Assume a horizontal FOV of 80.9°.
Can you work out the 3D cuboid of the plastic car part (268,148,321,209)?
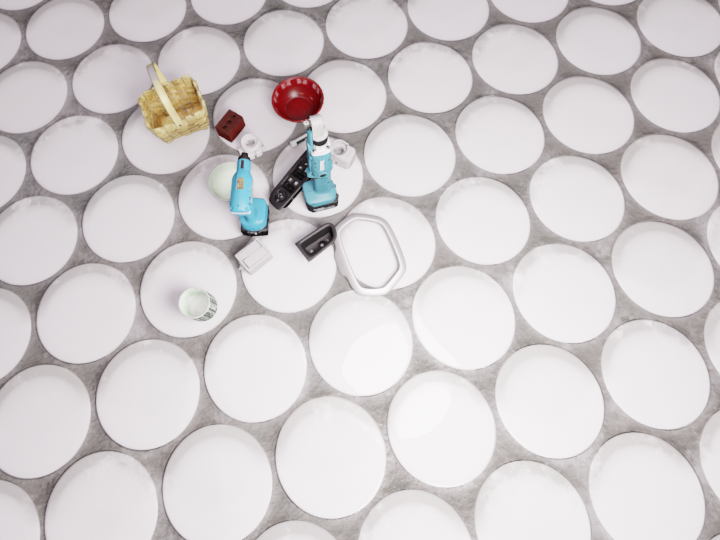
[{"bbox_3d":[-0.188,-0.257,1.225,0.068,0.066,0.202,37,78,8],"label":"plastic car part"}]

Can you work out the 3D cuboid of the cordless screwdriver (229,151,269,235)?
[{"bbox_3d":[-0.292,-0.190,1.115,0.074,0.245,0.162,1,76,-4],"label":"cordless screwdriver"}]

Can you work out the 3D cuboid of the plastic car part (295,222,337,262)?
[{"bbox_3d":[-0.114,-0.075,1.168,0.116,0.070,0.067,-36,79,-9],"label":"plastic car part"}]

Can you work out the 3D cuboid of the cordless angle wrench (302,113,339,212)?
[{"bbox_3d":[-0.101,-0.256,1.041,0.097,0.417,0.076,-14,78,-7],"label":"cordless angle wrench"}]

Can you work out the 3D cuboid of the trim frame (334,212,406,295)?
[{"bbox_3d":[0.020,-0.048,1.179,0.183,0.027,0.254,-20,74,-5],"label":"trim frame"}]
